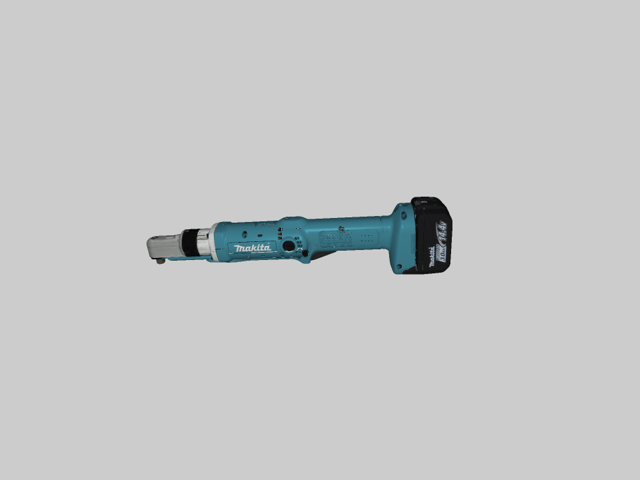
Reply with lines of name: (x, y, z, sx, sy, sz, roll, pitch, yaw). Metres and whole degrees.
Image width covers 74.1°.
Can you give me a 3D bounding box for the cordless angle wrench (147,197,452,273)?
cordless angle wrench: (-0.039, 0.000, 0.595, 0.423, 0.098, 0.074, -2, 24, 5)
